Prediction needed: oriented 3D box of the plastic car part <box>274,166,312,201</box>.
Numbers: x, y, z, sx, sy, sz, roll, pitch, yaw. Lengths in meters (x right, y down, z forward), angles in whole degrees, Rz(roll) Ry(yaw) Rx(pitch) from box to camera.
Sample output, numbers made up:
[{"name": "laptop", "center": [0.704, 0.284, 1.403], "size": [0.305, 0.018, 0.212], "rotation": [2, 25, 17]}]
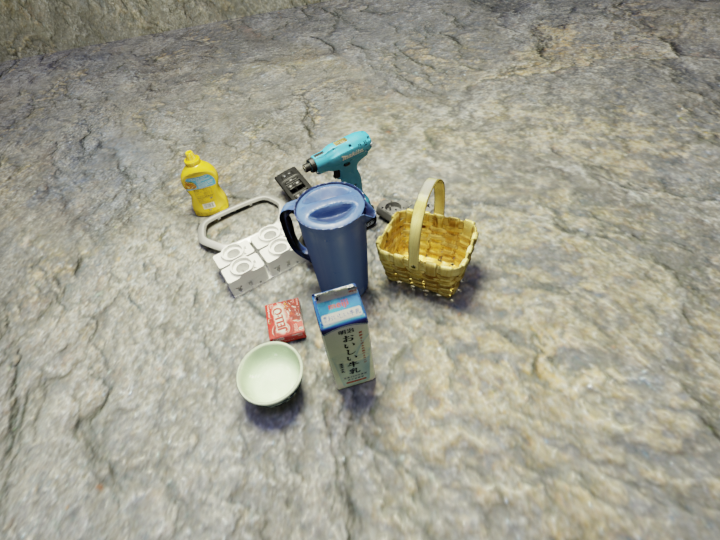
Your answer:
[{"name": "plastic car part", "center": [-0.155, -0.193, 1.117], "size": [0.065, 0.064, 0.214], "rotation": [-27, 49, -16]}]

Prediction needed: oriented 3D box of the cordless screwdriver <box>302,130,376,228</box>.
[{"name": "cordless screwdriver", "center": [-0.044, -0.184, 0.967], "size": [0.157, 0.239, 0.078], "rotation": [-28, 50, -17]}]

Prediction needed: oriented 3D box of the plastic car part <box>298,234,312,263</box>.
[{"name": "plastic car part", "center": [-0.096, -0.063, 0.984], "size": [0.069, 0.068, 0.115], "rotation": [23, 55, 27]}]

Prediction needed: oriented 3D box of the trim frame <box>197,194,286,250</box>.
[{"name": "trim frame", "center": [-0.309, -0.128, 1.115], "size": [0.245, 0.026, 0.194], "rotation": [-30, 49, -16]}]
